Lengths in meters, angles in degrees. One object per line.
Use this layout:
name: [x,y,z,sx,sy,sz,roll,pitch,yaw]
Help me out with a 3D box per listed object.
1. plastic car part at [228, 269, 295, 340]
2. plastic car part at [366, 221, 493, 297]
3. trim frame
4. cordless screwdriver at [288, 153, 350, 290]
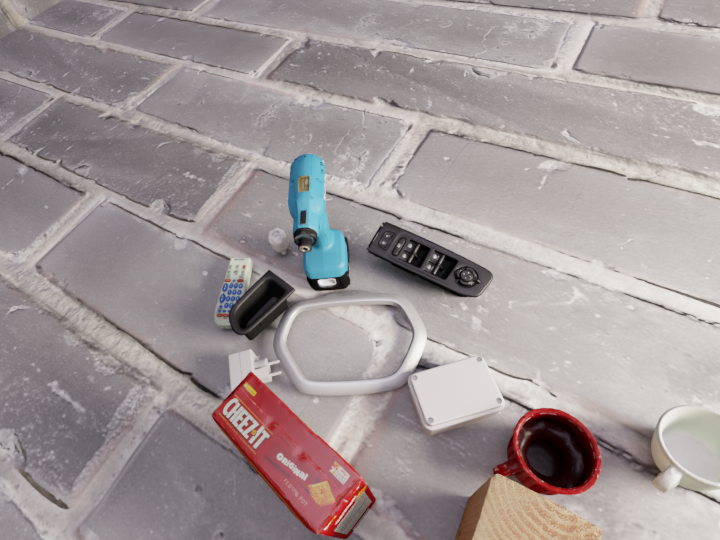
plastic car part: [-0.167,0.069,0.717,0.069,0.068,0.116,32,67,26]
plastic car part: [0.114,-0.007,0.714,0.212,0.064,0.066,25,64,25]
trim frame: [-0.020,0.109,0.685,0.251,0.026,0.190,-7,55,7]
cordless screwdriver: [-0.065,-0.043,0.668,0.075,0.239,0.164,-5,56,4]
